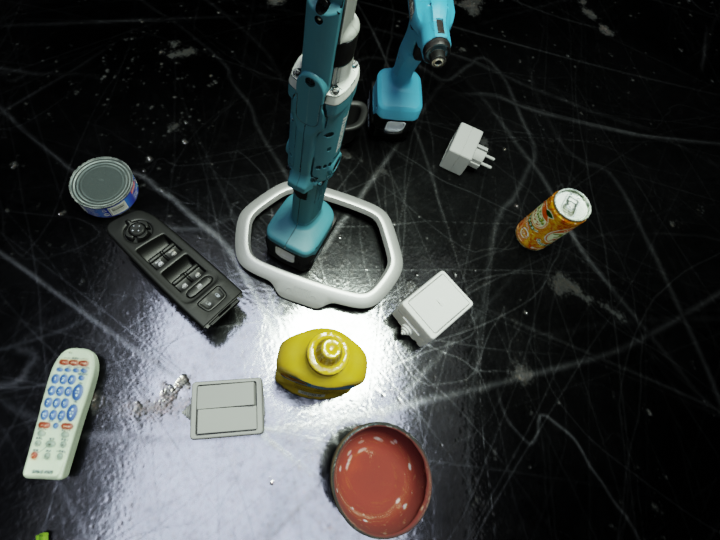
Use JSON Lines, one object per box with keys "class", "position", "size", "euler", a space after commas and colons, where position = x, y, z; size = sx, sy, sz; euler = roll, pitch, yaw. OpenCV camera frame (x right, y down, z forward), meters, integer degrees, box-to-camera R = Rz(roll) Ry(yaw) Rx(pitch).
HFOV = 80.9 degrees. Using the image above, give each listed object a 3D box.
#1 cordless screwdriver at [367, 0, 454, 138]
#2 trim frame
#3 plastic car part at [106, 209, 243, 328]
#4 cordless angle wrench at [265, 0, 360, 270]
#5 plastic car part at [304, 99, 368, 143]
{"class": "cordless screwdriver", "position": [0.070, -0.282, 0.614], "size": [0.073, 0.246, 0.163], "euler": [3, 68, -10]}
{"class": "trim frame", "position": [-0.060, -0.039, 0.613], "size": [0.249, 0.027, 0.186], "euler": [18, 66, 2]}
{"class": "plastic car part", "position": [-0.245, -0.005, 0.556], "size": [0.207, 0.066, 0.066], "euler": [40, 67, 11]}
{"class": "cordless angle wrench", "position": [-0.049, -0.119, 0.435], "size": [0.075, 0.419, 0.098], "euler": [29, 66, 0]}
{"class": "plastic car part", "position": [-0.050, -0.226, 0.673], "size": [0.115, 0.070, 0.068], "euler": [-3, 68, -9]}
